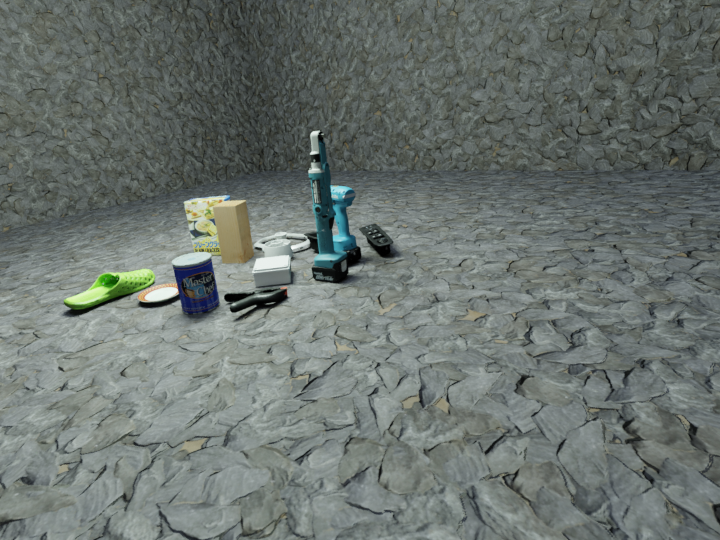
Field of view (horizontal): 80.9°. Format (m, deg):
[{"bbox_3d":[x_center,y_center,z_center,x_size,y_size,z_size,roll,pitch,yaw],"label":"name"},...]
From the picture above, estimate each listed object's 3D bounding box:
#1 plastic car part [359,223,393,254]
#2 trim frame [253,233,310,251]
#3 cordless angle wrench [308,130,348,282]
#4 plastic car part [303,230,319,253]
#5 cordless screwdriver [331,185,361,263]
[{"bbox_3d":[0.055,-0.103,1.446,0.065,0.065,0.211,-10,21,-13],"label":"plastic car part"},{"bbox_3d":[-0.292,-0.107,1.616,0.261,0.027,0.179,7,25,33],"label":"trim frame"},{"bbox_3d":[-0.104,-0.176,1.193,0.102,0.414,0.072,5,20,30],"label":"cordless angle wrench"},{"bbox_3d":[-0.144,-0.094,1.478,0.064,0.069,0.122,-14,21,-24],"label":"plastic car part"},{"bbox_3d":[-0.076,-0.149,1.354,0.072,0.243,0.168,-18,22,-36],"label":"cordless screwdriver"}]
